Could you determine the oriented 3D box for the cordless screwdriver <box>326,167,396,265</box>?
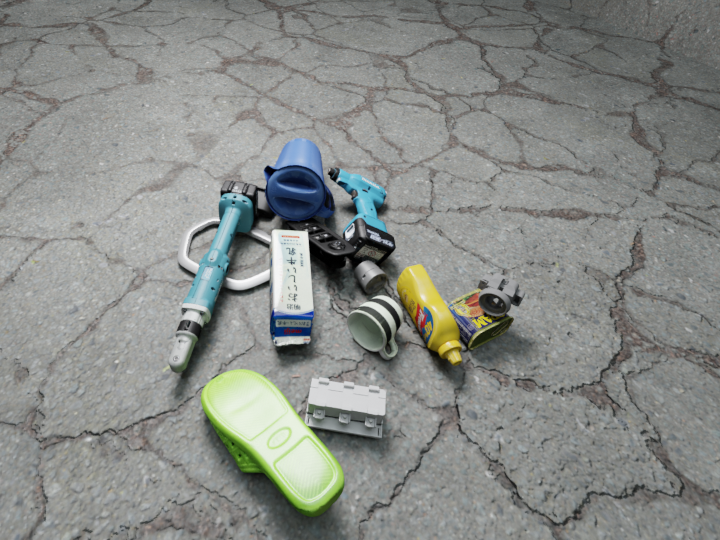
[{"bbox_3d":[-0.006,-0.133,0.955,0.153,0.075,0.257,23,40,-24],"label":"cordless screwdriver"}]

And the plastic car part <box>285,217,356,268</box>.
[{"bbox_3d":[-0.089,-0.058,0.906,0.064,0.066,0.215,-9,25,-35],"label":"plastic car part"}]

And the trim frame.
[{"bbox_3d":[-0.281,-0.043,0.924,0.256,0.027,0.184,20,51,16],"label":"trim frame"}]

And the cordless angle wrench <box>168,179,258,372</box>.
[{"bbox_3d":[-0.284,-0.007,0.822,0.074,0.096,0.433,9,51,-3],"label":"cordless angle wrench"}]

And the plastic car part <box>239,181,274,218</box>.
[{"bbox_3d":[-0.252,-0.159,1.015,0.118,0.064,0.072,16,63,5],"label":"plastic car part"}]
